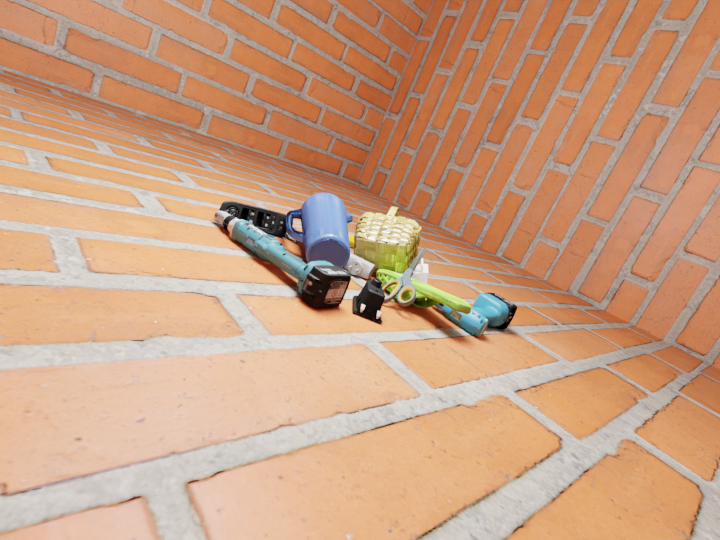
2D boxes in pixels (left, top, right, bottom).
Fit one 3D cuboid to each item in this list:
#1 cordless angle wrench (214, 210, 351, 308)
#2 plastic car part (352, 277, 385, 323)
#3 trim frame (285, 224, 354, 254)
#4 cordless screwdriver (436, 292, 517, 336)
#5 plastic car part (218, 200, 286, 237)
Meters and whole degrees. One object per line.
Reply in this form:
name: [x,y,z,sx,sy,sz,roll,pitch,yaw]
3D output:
cordless angle wrench: [-0.206,-0.050,0.947,0.447,0.074,0.093,30,16,35]
plastic car part: [0.023,0.053,0.908,0.065,0.070,0.118,23,17,-8]
trim frame: [-0.122,-0.080,1.248,0.258,0.027,0.178,26,16,19]
cordless screwdriver: [0.306,0.103,1.144,0.237,0.074,0.168,-1,27,-48]
plastic car part: [-0.297,-0.146,1.156,0.193,0.066,0.071,11,9,-37]
